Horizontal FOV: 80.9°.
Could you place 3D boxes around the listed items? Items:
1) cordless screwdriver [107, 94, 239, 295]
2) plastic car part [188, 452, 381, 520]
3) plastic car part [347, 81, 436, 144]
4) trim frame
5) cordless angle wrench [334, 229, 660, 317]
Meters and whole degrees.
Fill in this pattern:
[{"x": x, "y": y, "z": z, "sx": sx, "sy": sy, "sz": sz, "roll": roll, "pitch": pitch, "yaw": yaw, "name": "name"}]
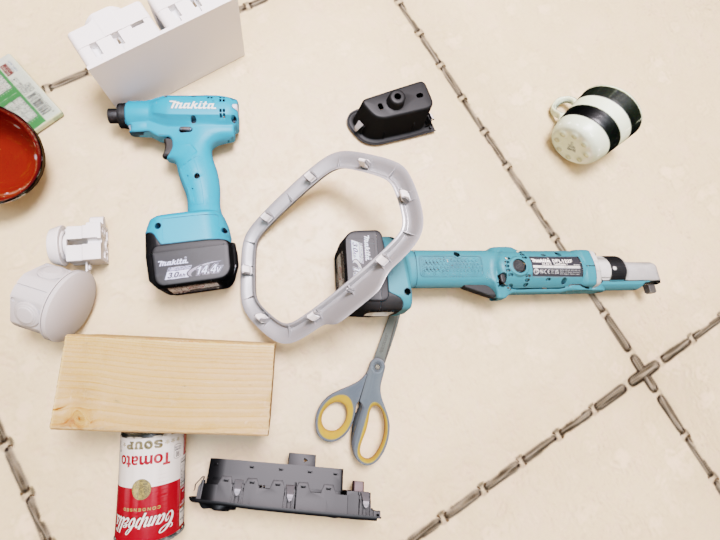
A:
[{"x": -0.224, "y": -0.098, "z": 0.508, "sx": 0.157, "sy": 0.074, "sz": 0.253, "roll": -3, "pitch": 76, "yaw": -9, "name": "cordless screwdriver"}, {"x": -0.084, "y": 0.235, "z": 0.459, "sx": 0.201, "sy": 0.065, "sz": 0.068, "roll": 3, "pitch": 70, "yaw": -5, "name": "plastic car part"}, {"x": 0.047, "y": -0.213, "z": 0.559, "sx": 0.115, "sy": 0.071, "sz": 0.067, "roll": -18, "pitch": 82, "yaw": -13, "name": "plastic car part"}, {"x": -0.046, "y": -0.030, "z": 0.475, "sx": 0.250, "sy": 0.026, "sz": 0.192, "roll": -39, "pitch": 62, "yaw": 12, "name": "trim frame"}, {"x": 0.182, "y": 0.003, "z": 0.528, "sx": 0.417, "sy": 0.074, "sz": 0.100, "roll": 0, "pitch": 73, "yaw": -9, "name": "cordless angle wrench"}]
